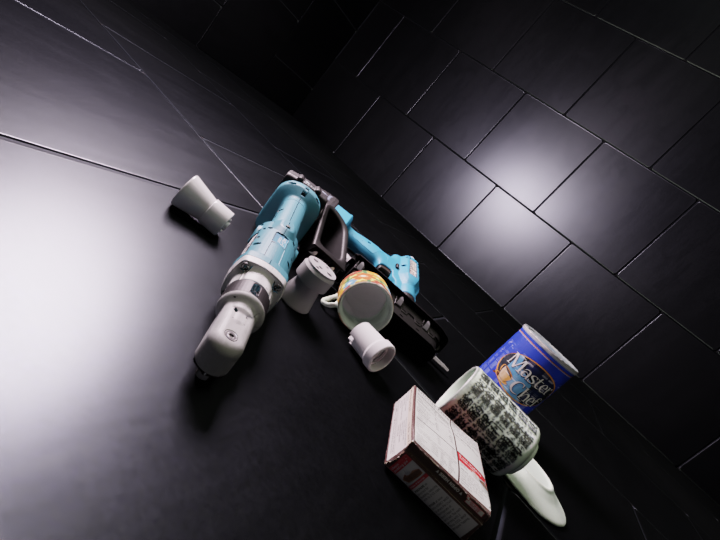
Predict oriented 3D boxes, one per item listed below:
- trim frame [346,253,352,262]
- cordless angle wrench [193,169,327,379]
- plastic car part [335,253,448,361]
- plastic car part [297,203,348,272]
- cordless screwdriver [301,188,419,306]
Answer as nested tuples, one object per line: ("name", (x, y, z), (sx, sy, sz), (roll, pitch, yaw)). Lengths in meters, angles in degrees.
("trim frame", (0.019, -0.005, 0.866), (0.241, 0.027, 0.190), (34, 16, -18))
("cordless angle wrench", (-0.099, -0.025, 0.474), (0.073, 0.098, 0.431), (35, 18, -14))
("plastic car part", (0.049, 0.066, 0.639), (0.201, 0.067, 0.067), (40, 23, -5))
("plastic car part", (-0.063, -0.041, 0.645), (0.063, 0.072, 0.119), (44, 28, -27))
("cordless screwdriver", (-0.004, -0.031, 0.728), (0.247, 0.074, 0.160), (34, 24, -5))
